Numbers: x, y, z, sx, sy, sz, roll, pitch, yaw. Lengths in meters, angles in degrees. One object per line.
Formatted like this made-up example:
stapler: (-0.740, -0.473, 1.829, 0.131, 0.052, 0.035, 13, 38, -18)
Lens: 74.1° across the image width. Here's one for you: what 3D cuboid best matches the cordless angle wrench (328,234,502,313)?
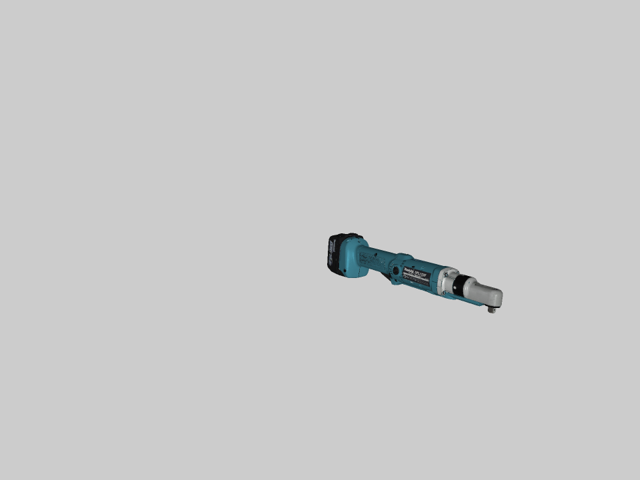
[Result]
cordless angle wrench: (0.169, 0.061, 0.854, 0.074, 0.098, 0.423, -3, 11, -36)
